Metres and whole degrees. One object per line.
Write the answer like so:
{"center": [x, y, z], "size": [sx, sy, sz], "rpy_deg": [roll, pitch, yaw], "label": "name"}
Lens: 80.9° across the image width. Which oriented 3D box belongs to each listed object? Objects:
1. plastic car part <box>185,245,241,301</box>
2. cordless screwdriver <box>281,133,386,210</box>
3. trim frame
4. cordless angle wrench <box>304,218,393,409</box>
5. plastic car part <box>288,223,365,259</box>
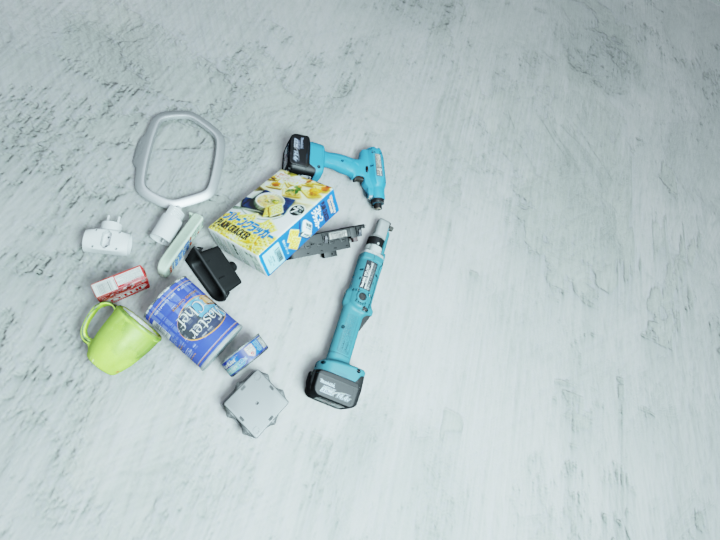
{"center": [-0.280, 0.000, 0.833], "size": [0.117, 0.067, 0.069], "rpy_deg": [51, 49, 2], "label": "plastic car part"}
{"center": [-0.055, -0.223, 0.979], "size": [0.241, 0.075, 0.163], "rpy_deg": [3, 69, -20], "label": "cordless screwdriver"}
{"center": [-0.390, -0.242, 0.912], "size": [0.179, 0.028, 0.253], "rpy_deg": [7, 69, -15], "label": "trim frame"}
{"center": [-0.004, 0.064, 0.882], "size": [0.096, 0.075, 0.428], "rpy_deg": [23, 62, -9], "label": "cordless angle wrench"}
{"center": [-0.089, -0.058, 0.912], "size": [0.197, 0.069, 0.066], "rpy_deg": [-9, 99, -21], "label": "plastic car part"}
